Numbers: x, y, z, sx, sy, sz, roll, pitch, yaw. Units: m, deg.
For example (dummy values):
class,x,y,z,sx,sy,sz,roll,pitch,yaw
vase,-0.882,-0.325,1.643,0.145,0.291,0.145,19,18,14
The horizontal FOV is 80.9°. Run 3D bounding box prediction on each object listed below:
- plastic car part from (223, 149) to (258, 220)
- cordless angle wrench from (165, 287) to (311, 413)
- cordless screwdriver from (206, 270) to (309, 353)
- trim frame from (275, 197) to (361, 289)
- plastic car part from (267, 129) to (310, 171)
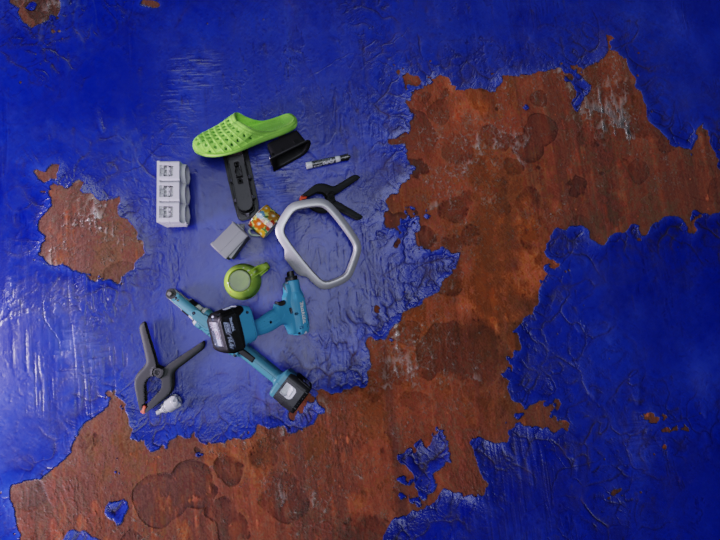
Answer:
class,x,y,z,sx,sy,sz,roll,pitch,yaw
plastic car part,-0.305,-0.230,1.085,0.065,0.068,0.203,-12,88,-15
cordless angle wrench,-0.307,0.179,1.032,0.427,0.097,0.074,37,83,4
cordless screwdriver,-0.232,0.095,0.995,0.238,0.077,0.159,-11,91,-41
trim frame,-0.105,-0.069,1.073,0.183,0.028,0.242,-41,105,-11
plastic car part,-0.196,-0.324,1.105,0.115,0.065,0.073,-34,76,-11
